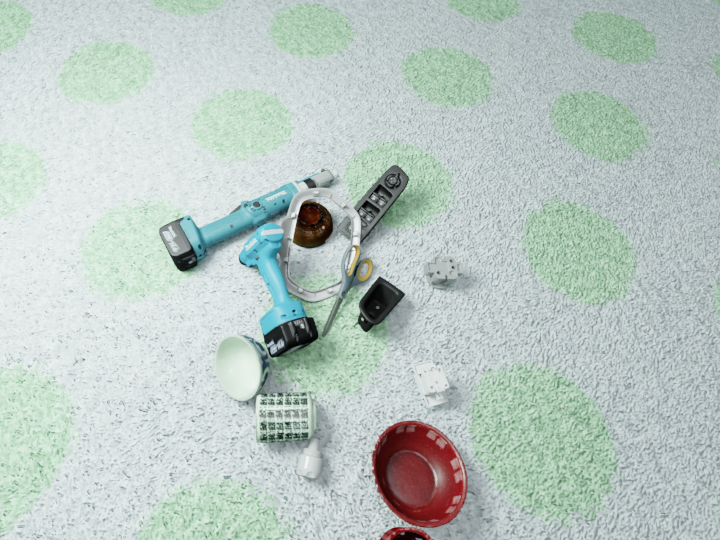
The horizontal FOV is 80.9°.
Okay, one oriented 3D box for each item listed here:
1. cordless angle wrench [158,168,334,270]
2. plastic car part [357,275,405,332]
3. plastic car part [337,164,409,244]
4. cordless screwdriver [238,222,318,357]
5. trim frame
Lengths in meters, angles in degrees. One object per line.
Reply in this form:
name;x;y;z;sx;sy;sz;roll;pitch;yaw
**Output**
cordless angle wrench;-0.239;-0.136;0.968;0.416;0.073;0.102;-29;69;-19
plastic car part;0.029;0.079;0.860;0.068;0.070;0.115;34;49;12
plastic car part;0.038;-0.148;0.972;0.069;0.064;0.203;38;91;21
cordless screwdriver;-0.180;0.044;0.848;0.071;0.162;0.254;-8;73;-39
trim frame;-0.089;-0.058;0.907;0.180;0.028;0.250;11;82;-14
